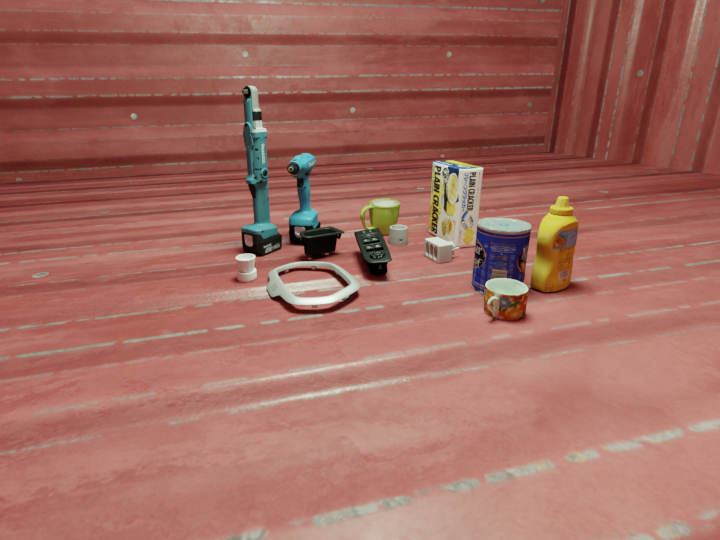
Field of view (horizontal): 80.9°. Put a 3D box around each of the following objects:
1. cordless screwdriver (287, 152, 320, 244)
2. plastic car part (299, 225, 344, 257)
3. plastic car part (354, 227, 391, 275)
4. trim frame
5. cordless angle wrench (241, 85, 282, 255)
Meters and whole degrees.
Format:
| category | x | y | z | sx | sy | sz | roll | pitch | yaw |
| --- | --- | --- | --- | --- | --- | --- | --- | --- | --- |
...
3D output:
| category | x | y | z | sx | sy | sz | roll | pitch | yaw |
| --- | --- | --- | --- | --- | --- | --- | --- | --- | --- |
| cordless screwdriver | -0.163 | -0.192 | 1.167 | 0.076 | 0.244 | 0.159 | 4 | 20 | 9 |
| plastic car part | -0.107 | -0.070 | 1.091 | 0.112 | 0.069 | 0.070 | -16 | 25 | -35 |
| plastic car part | 0.029 | -0.043 | 1.021 | 0.066 | 0.065 | 0.209 | -3 | 21 | -7 |
| trim frame | -0.109 | 0.025 | 0.911 | 0.179 | 0.027 | 0.261 | -10 | 23 | -21 |
| cordless angle wrench | -0.266 | -0.251 | 1.090 | 0.078 | 0.414 | 0.095 | 13 | 22 | 32 |
